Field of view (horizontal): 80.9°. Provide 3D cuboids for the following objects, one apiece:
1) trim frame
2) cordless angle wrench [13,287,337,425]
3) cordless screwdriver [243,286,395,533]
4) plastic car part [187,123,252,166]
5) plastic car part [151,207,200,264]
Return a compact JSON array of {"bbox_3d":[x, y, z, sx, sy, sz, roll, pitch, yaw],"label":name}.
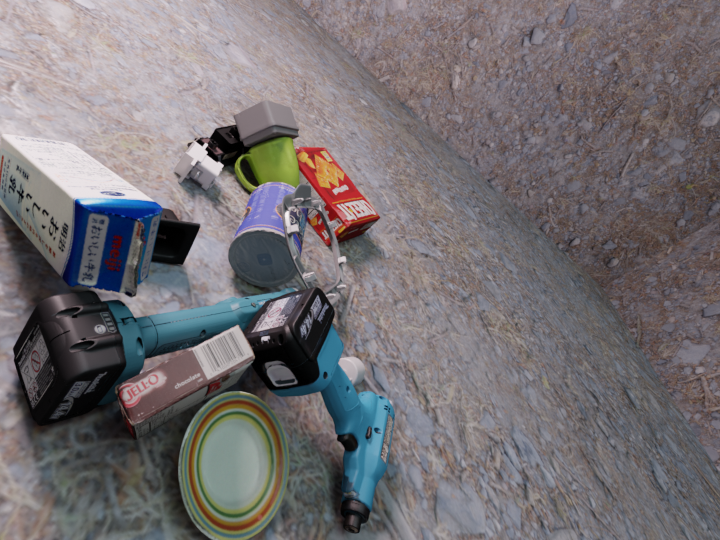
[{"bbox_3d":[-0.063,-0.041,0.641,0.244,0.028,0.184,-25,96,-76],"label":"trim frame"},{"bbox_3d":[-0.148,0.061,0.500,0.077,0.099,0.405,53,26,17],"label":"cordless angle wrench"},{"bbox_3d":[-0.038,0.152,0.472,0.239,0.076,0.160,59,29,-24],"label":"cordless screwdriver"},{"bbox_3d":[-0.242,-0.253,0.815,0.066,0.067,0.201,38,26,-1],"label":"plastic car part"},{"bbox_3d":[-0.273,-0.056,0.528,0.110,0.066,0.075,11,29,-41],"label":"plastic car part"}]
